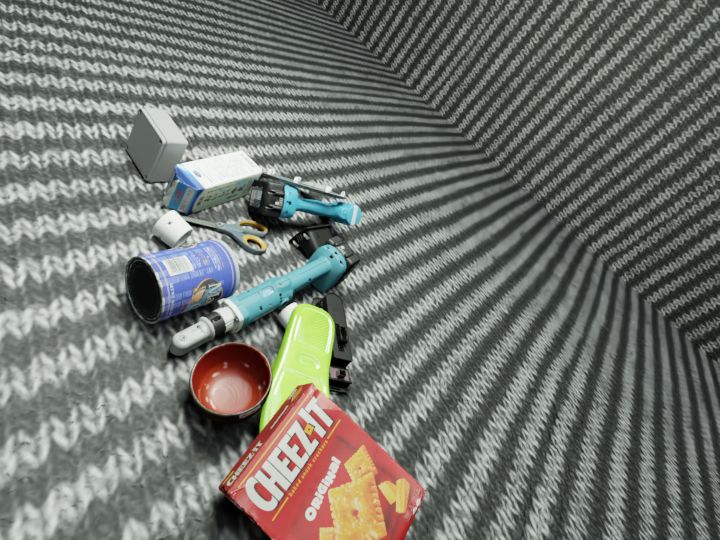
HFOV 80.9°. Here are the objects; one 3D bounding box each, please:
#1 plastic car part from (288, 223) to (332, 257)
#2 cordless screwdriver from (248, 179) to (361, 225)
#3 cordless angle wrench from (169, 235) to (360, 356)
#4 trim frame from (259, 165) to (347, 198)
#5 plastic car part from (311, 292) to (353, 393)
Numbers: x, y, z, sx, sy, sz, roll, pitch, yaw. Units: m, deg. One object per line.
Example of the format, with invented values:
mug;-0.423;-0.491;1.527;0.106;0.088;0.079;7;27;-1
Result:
plastic car part;-0.094;-0.062;0.963;0.112;0.067;0.072;-11;74;-53
cordless screwdriver;-0.138;-0.153;0.990;0.238;0.074;0.167;7;9;-30
cordless angle wrench;-0.154;0.041;0.759;0.076;0.098;0.411;46;39;11
trim frame;-0.144;-0.212;1.015;0.260;0.027;0.177;20;9;25
plastic car part;-0.053;0.119;0.785;0.064;0.067;0.211;12;39;-24
